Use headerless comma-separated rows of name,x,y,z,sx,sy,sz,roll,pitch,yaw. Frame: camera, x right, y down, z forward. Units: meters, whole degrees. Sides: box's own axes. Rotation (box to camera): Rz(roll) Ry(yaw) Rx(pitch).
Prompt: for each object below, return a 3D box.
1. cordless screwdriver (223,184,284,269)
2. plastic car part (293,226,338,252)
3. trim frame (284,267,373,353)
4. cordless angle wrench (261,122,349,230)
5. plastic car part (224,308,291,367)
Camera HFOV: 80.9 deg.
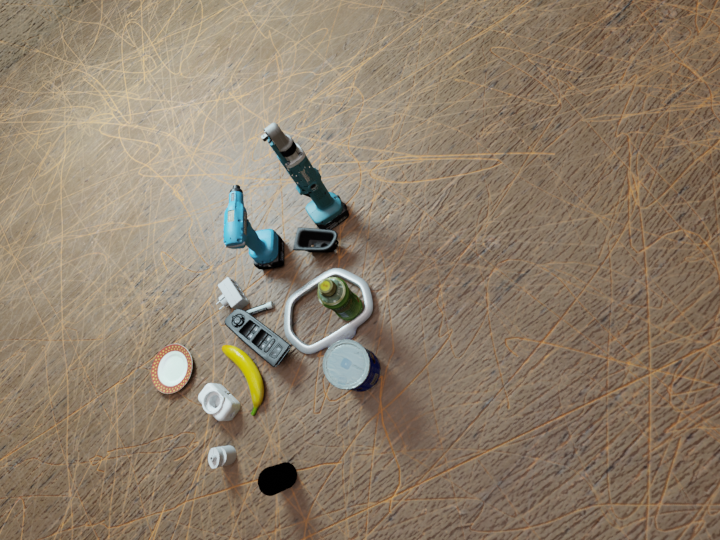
cordless screwdriver,-0.275,-0.102,1.090,0.076,0.238,0.163,-9,70,11
plastic car part,-0.110,-0.072,1.121,0.120,0.068,0.067,5,73,18
trim frame,-0.086,0.103,1.073,0.249,0.026,0.192,-34,64,3
cordless angle wrench,-0.125,-0.212,0.991,0.098,0.405,0.077,-35,68,0
plastic car part,-0.261,0.167,1.083,0.212,0.064,0.066,31,82,24
